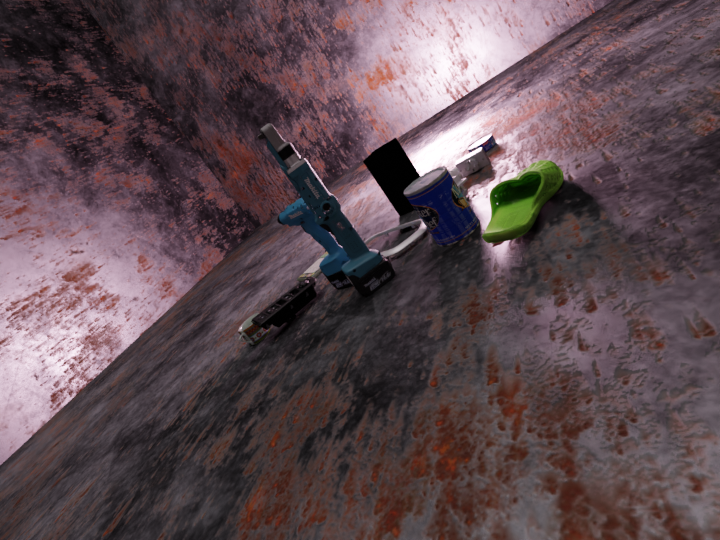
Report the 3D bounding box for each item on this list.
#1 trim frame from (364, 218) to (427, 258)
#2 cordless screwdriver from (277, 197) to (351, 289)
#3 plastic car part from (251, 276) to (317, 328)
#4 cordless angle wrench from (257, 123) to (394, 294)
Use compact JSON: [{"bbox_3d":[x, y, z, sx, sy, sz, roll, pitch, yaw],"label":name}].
[{"bbox_3d":[0.074,-0.075,1.115,0.257,0.027,0.182,-17,25,45],"label":"trim frame"},{"bbox_3d":[-0.105,-0.069,1.075,0.165,0.243,0.073,-19,21,50],"label":"cordless screwdriver"},{"bbox_3d":[-0.184,0.091,1.108,0.201,0.065,0.069,-44,17,-24],"label":"plastic car part"},{"bbox_3d":[-0.079,-0.136,0.918,0.098,0.413,0.076,-36,12,-4],"label":"cordless angle wrench"}]
